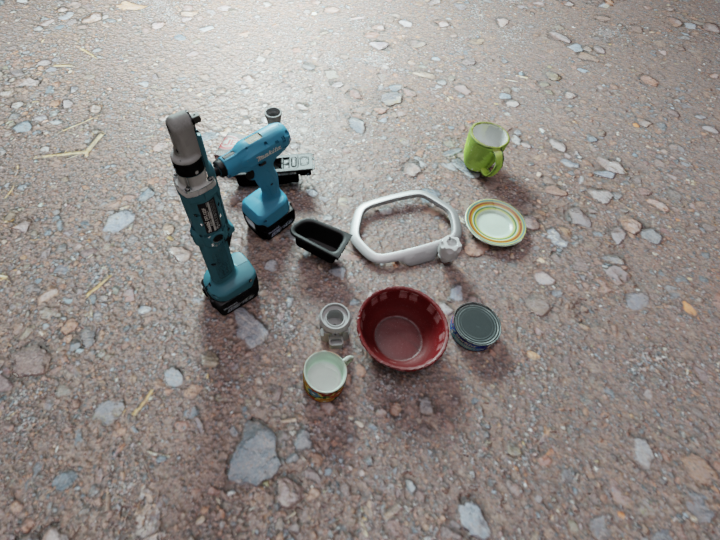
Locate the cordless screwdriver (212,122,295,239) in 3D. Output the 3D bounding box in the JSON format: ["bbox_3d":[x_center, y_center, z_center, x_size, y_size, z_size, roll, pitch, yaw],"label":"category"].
[{"bbox_3d":[-0.205,-0.156,0.826,0.157,0.242,0.077,-38,68,-25],"label":"cordless screwdriver"}]

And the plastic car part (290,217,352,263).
[{"bbox_3d":[-0.084,-0.055,0.862,0.120,0.069,0.066,24,58,14],"label":"plastic car part"}]

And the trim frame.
[{"bbox_3d":[0.096,-0.095,0.916,0.245,0.027,0.192,-16,57,-11],"label":"trim frame"}]

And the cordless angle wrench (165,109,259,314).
[{"bbox_3d":[-0.234,-0.067,0.662,0.096,0.412,0.077,-32,65,-23],"label":"cordless angle wrench"}]

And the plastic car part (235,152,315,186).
[{"bbox_3d":[-0.208,-0.231,0.984,0.202,0.065,0.068,-3,56,-3],"label":"plastic car part"}]
